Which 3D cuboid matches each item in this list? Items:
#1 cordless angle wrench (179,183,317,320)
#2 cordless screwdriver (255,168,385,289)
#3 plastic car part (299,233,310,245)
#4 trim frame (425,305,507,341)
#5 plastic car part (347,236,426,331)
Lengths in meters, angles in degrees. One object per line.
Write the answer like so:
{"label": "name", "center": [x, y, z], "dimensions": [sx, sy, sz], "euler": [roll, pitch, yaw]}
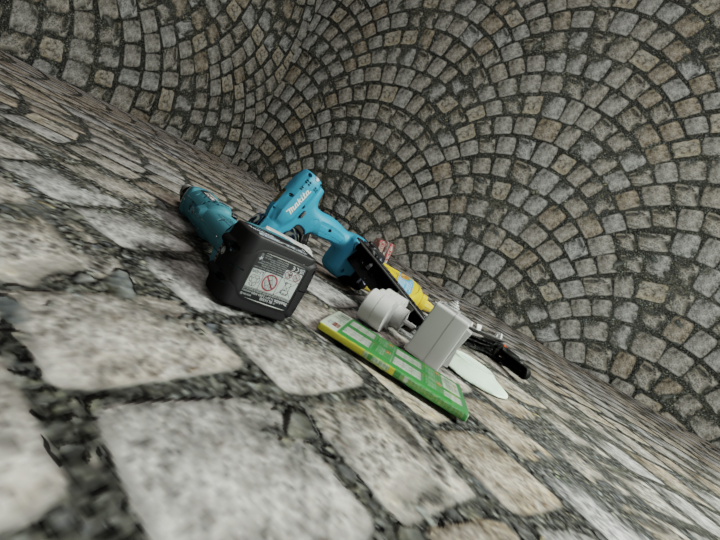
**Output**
{"label": "cordless angle wrench", "center": [-0.197, -0.066, 0.577], "dimensions": [0.093, 0.074, 0.447], "euler": [25, 5, -37]}
{"label": "cordless screwdriver", "center": [-0.077, -0.050, 0.789], "dimensions": [0.236, 0.159, 0.078], "euler": [44, -6, -32]}
{"label": "plastic car part", "center": [-0.160, -0.093, 1.015], "dimensions": [0.072, 0.065, 0.116], "euler": [15, 9, 3]}
{"label": "trim frame", "center": [0.226, 0.116, 1.004], "dimensions": [0.254, 0.027, 0.180], "euler": [20, -2, 9]}
{"label": "plastic car part", "center": [0.044, 0.030, 0.756], "dimensions": [0.205, 0.068, 0.065], "euler": [56, 16, 5]}
